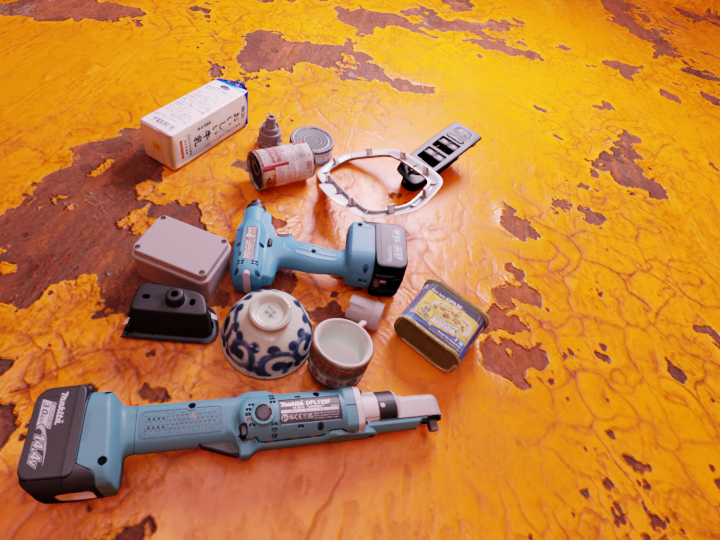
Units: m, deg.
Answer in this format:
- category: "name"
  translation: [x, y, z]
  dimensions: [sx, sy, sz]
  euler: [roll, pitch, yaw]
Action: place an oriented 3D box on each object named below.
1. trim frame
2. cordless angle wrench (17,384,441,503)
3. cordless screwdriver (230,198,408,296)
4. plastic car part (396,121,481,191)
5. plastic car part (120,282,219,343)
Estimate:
- category: "trim frame"
  translation: [0.023, -0.158, 0.719]
  dimensions: [0.182, 0.026, 0.262]
  euler: [-23, 41, -11]
- category: "cordless angle wrench"
  translation: [-0.109, 0.164, 0.455]
  dimensions: [0.413, 0.073, 0.102]
  euler: [-1, 52, -15]
- category: "cordless screwdriver"
  translation: [-0.062, -0.040, 0.630]
  dimensions: [0.247, 0.072, 0.164]
  euler: [2, 51, -5]
- category: "plastic car part"
  translation: [0.141, -0.213, 0.811]
  dimensions: [0.068, 0.066, 0.199]
  euler: [44, 60, 13]
- category: "plastic car part"
  translation: [-0.234, 0.047, 0.525]
  dimensions: [0.116, 0.069, 0.068]
  euler: [6, 52, -4]
